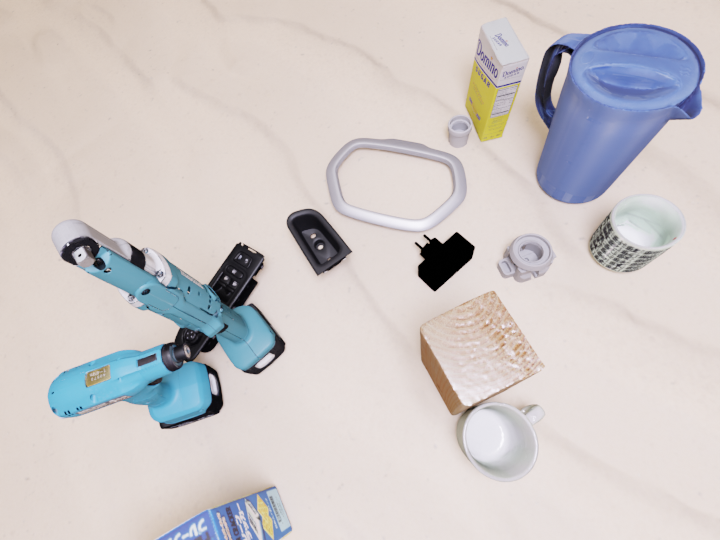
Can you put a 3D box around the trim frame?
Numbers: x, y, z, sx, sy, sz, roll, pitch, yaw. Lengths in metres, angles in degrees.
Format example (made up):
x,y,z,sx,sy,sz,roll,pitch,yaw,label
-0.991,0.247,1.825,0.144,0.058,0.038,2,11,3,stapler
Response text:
x,y,z,sx,sy,sz,roll,pitch,yaw,label
0.058,-0.158,0.741,0.257,0.026,0.185,14,71,18,trim frame

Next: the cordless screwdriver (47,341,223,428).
x,y,z,sx,sy,sz,roll,pitch,yaw,label
-0.253,0.151,0.561,0.160,0.239,0.077,-20,67,1,cordless screwdriver

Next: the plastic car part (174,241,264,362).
x,y,z,sx,sy,sz,roll,pitch,yaw,label
-0.228,0.055,0.693,0.069,0.064,0.203,29,76,20,plastic car part

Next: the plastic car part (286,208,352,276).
x,y,z,sx,sy,sz,roll,pitch,yaw,label
-0.068,-0.045,0.697,0.066,0.068,0.121,-34,65,-5,plastic car part

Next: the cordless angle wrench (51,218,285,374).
x,y,z,sx,sy,sz,roll,pitch,yaw,label
-0.195,0.044,0.501,0.074,0.407,0.102,-41,69,-8,cordless angle wrench
